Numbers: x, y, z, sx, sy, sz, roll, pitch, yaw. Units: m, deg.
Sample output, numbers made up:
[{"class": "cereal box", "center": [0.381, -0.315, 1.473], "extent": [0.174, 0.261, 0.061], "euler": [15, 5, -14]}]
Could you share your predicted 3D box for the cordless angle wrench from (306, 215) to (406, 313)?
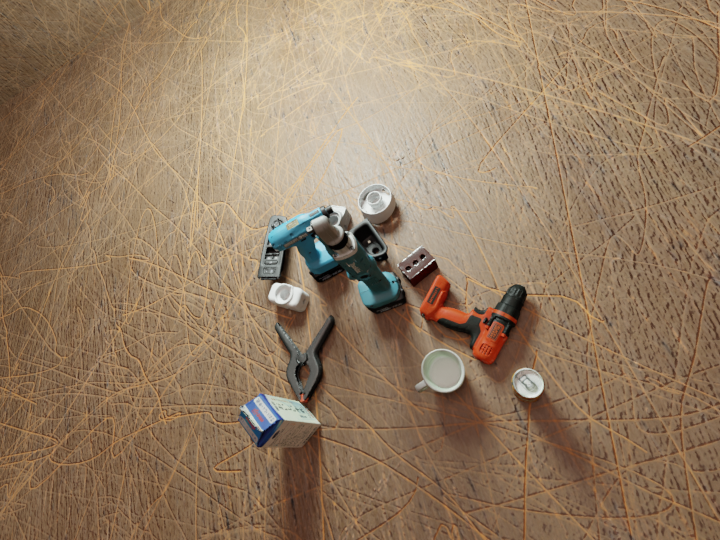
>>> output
[{"class": "cordless angle wrench", "center": [-0.001, -0.009, 0.867], "extent": [0.099, 0.402, 0.077], "euler": [-22, 63, 11]}]

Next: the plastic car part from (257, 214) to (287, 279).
[{"class": "plastic car part", "center": [-0.235, -0.062, 1.193], "extent": [0.068, 0.064, 0.207], "euler": [-6, 66, 20]}]

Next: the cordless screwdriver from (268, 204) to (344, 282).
[{"class": "cordless screwdriver", "center": [-0.101, -0.066, 1.034], "extent": [0.160, 0.236, 0.077], "euler": [-29, 61, 8]}]

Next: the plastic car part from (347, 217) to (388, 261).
[{"class": "plastic car part", "center": [0.029, -0.064, 1.075], "extent": [0.066, 0.067, 0.122], "euler": [-37, 59, 4]}]
